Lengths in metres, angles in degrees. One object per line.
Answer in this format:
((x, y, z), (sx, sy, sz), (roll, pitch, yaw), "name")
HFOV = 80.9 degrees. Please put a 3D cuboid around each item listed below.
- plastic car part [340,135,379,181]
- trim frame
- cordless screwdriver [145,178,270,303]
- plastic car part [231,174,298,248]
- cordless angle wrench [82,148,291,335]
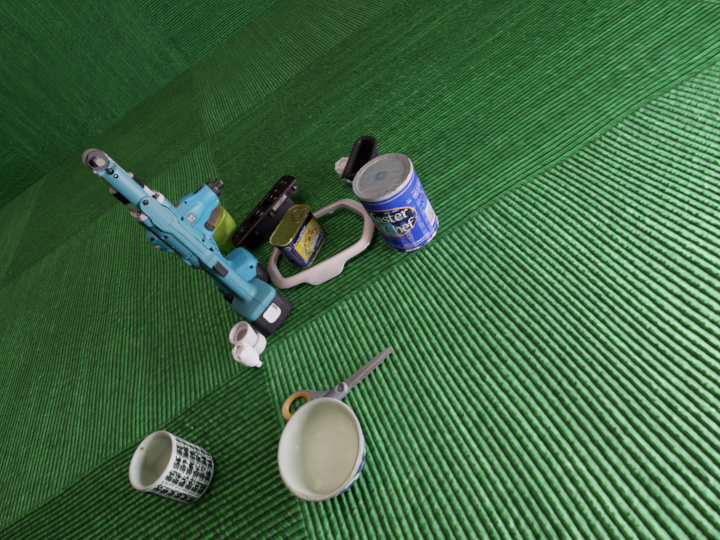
((0.014, -0.219, 0.886), (0.069, 0.067, 0.118), (-3, 54, 32), "plastic car part")
((-0.082, -0.054, 0.844), (0.252, 0.026, 0.192), (-26, 45, 13), "trim frame")
((-0.261, -0.047, 0.804), (0.159, 0.235, 0.079), (-44, 43, -7), "cordless screwdriver")
((-0.213, -0.126, 0.962), (0.202, 0.063, 0.070), (-48, 44, -9), "plastic car part")
((-0.260, -0.033, 0.672), (0.104, 0.400, 0.074), (23, 69, 43), "cordless angle wrench")
